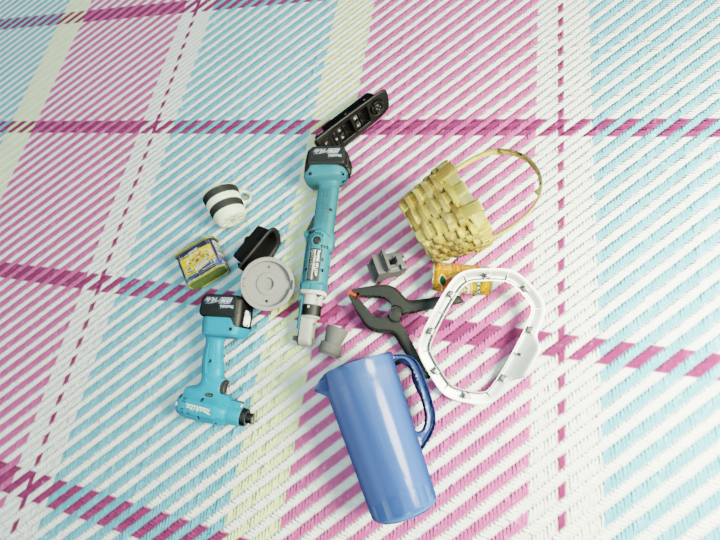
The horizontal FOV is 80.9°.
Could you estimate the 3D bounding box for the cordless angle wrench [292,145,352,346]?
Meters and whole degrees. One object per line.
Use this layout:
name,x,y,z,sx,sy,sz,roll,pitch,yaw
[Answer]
cordless angle wrench,-0.086,-0.057,0.884,0.100,0.071,0.429,2,73,14

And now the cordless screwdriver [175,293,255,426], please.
cordless screwdriver,-0.265,0.176,0.843,0.164,0.071,0.251,5,76,15

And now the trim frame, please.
trim frame,0.212,0.112,0.734,0.186,0.027,0.248,29,88,7

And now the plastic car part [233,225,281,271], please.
plastic car part,-0.232,-0.049,0.927,0.075,0.062,0.116,24,74,34

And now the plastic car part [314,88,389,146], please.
plastic car part,-0.022,-0.346,0.981,0.203,0.063,0.071,-35,42,1
